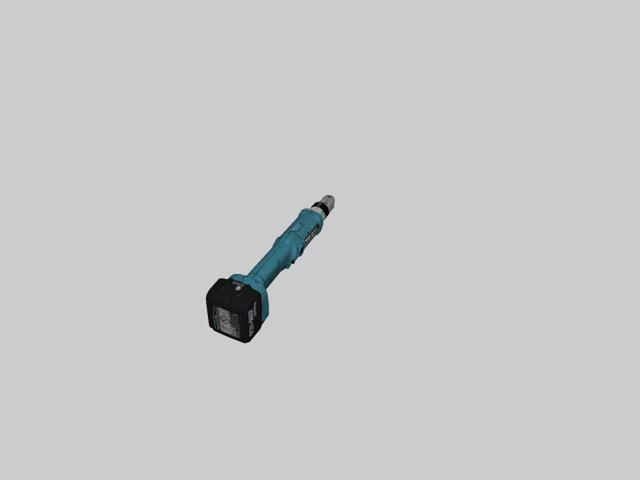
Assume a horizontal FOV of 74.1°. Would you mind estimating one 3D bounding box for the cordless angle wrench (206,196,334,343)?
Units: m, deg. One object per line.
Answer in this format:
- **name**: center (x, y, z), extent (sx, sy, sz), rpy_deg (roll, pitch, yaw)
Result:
- **cordless angle wrench**: center (-0.060, 0.015, 0.809), extent (0.074, 0.098, 0.421), rpy_deg (18, 38, 17)
